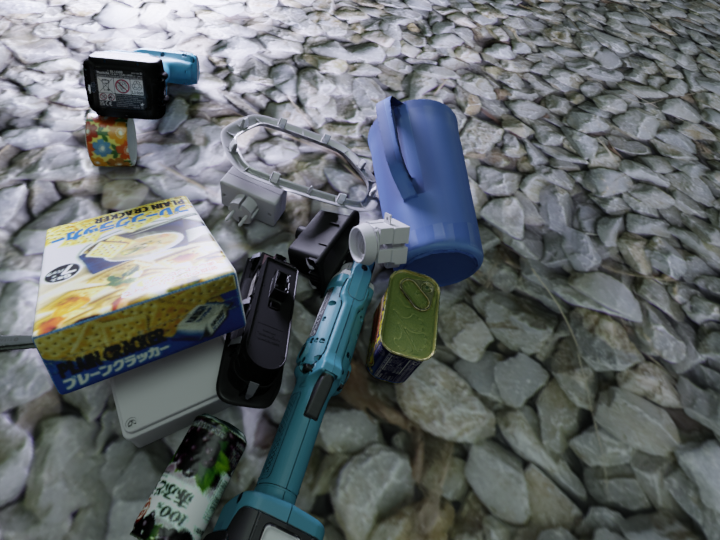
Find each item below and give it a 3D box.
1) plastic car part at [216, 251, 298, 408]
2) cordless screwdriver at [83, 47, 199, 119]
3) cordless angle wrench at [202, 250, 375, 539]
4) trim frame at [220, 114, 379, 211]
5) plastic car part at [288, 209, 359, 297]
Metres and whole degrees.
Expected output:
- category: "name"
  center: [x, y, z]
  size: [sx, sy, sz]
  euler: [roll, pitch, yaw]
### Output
- category: "plastic car part"
  center: [-0.095, 0.046, 0.439]
  size: [0.064, 0.068, 0.209]
  euler: [30, 35, -22]
- category: "cordless screwdriver"
  center: [-0.343, -0.296, 0.633]
  size: [0.157, 0.073, 0.258]
  euler: [2, 32, -10]
- category: "cordless angle wrench"
  center: [-0.038, 0.097, 0.437]
  size: [0.073, 0.098, 0.427]
  euler: [29, 48, -11]
- category: "trim frame"
  center: [-0.077, -0.157, 0.607]
  size: [0.239, 0.027, 0.191]
  euler: [15, 43, -22]
- category: "plastic car part"
  center: [-0.053, -0.035, 0.547]
  size: [0.073, 0.064, 0.117]
  euler: [15, 49, 16]
